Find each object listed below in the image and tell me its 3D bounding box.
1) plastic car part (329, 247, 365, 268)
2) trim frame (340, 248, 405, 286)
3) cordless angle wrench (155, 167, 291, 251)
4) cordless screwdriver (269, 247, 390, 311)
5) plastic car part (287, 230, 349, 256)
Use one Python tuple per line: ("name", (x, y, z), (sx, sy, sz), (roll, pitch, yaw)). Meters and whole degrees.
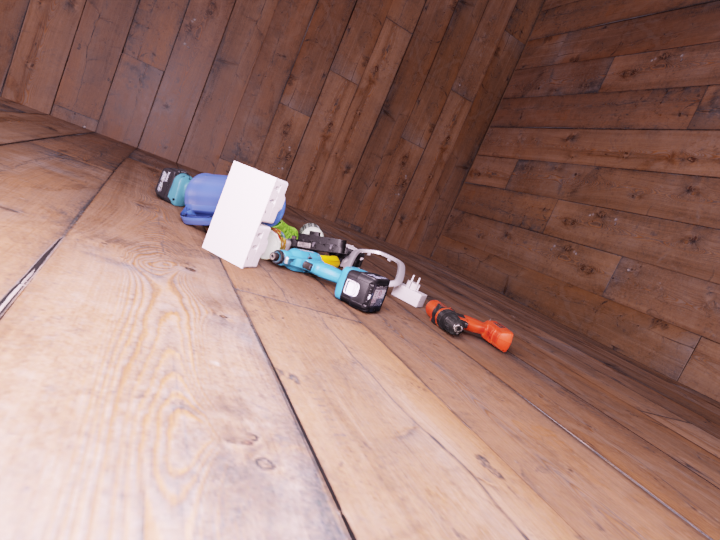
("plastic car part", (-0.053, -0.034, 1.320), (0.118, 0.065, 0.071), (20, 22, 4))
("trim frame", (0.035, -0.009, 1.219), (0.187, 0.027, 0.250), (12, 27, 6))
("cordless angle wrench", (-0.375, -0.163, 1.177), (0.434, 0.097, 0.073), (28, 11, 12))
("cordless screwdriver", (-0.072, 0.009, 0.922), (0.262, 0.074, 0.151), (23, 7, 34))
("plastic car part", (-0.123, -0.081, 1.259), (0.210, 0.067, 0.064), (14, -4, 19))
